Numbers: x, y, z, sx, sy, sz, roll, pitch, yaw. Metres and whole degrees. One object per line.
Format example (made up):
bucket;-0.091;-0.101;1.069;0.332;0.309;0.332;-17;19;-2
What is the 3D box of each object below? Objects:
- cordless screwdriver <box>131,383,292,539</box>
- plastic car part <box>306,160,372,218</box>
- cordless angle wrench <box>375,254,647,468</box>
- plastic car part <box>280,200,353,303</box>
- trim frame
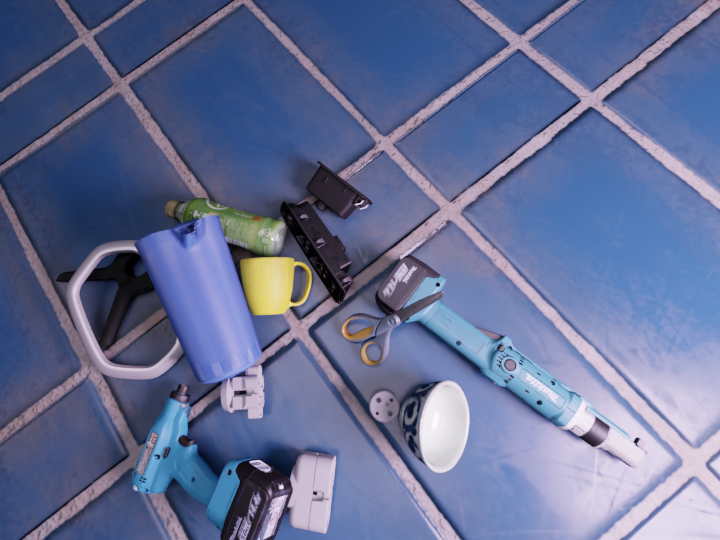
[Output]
cordless screwdriver;-0.219;0.279;0.621;0.260;0.070;0.160;11;75;27
plastic car part;-0.047;-0.134;0.753;0.121;0.064;0.071;37;95;18
cordless angle wrench;0.214;0.138;0.629;0.434;0.072;0.098;37;82;14
plastic car part;-0.071;-0.046;0.725;0.066;0.065;0.209;-34;72;-14
trim frame;-0.397;0.067;0.728;0.183;0.027;0.251;-27;83;-5
